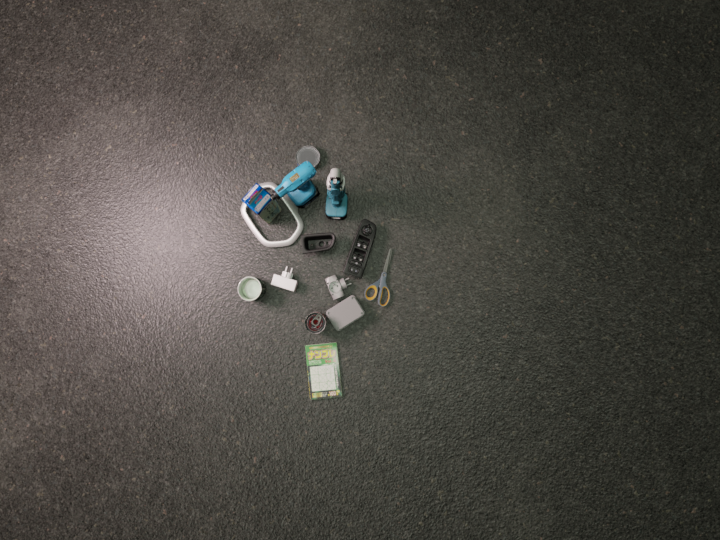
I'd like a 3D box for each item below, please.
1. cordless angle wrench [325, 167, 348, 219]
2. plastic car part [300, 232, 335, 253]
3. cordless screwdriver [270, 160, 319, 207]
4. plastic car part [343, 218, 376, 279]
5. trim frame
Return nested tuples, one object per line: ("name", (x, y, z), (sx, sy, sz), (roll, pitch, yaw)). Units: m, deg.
("cordless angle wrench", (-0.073, -0.238, 1.284), (0.074, 0.420, 0.098), (4, 86, -2))
("plastic car part", (-0.141, -0.092, 1.444), (0.117, 0.070, 0.066), (-7, 85, 1))
("cordless screwdriver", (-0.212, -0.261, 1.380), (0.159, 0.247, 0.075), (-39, 88, -4))
("plastic car part", (0.001, -0.073, 1.436), (0.067, 0.066, 0.203), (18, 84, 2))
("trim frame", (-0.310, -0.195, 1.487), (0.184, 0.027, 0.252), (-36, 83, -2))
